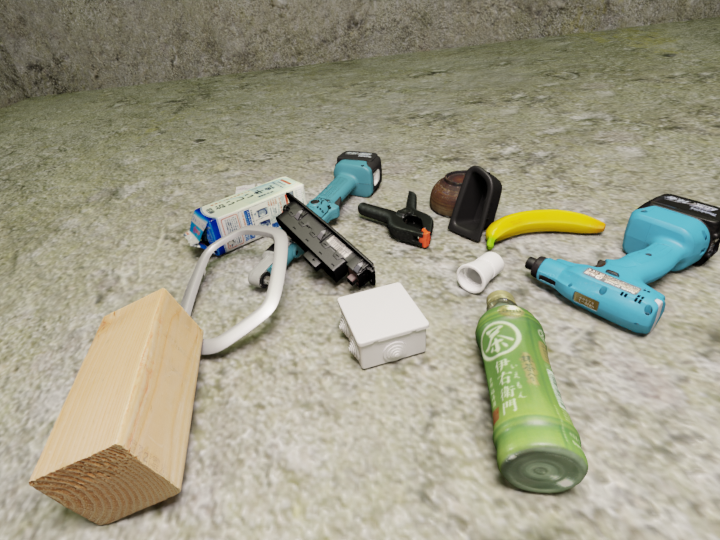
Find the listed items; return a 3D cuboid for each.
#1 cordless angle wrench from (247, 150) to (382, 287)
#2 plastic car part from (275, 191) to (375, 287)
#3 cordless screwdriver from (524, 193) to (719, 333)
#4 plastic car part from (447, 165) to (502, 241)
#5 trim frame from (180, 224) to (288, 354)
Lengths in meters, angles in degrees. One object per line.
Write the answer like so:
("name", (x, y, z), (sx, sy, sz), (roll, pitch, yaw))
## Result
("cordless angle wrench", (-0.079, -0.106, 0.788), (0.102, 0.072, 0.421), (11, 41, 23))
("plastic car part", (-0.064, -0.042, 0.654), (0.067, 0.063, 0.213), (-40, 63, -7))
("cordless screwdriver", (0.364, -0.025, 0.581), (0.244, 0.071, 0.169), (-31, 41, -24))
("plastic car part", (0.207, -0.115, 0.718), (0.068, 0.115, 0.070), (-3, 25, -42))
("trim frame", (-0.191, 0.017, 0.626), (0.187, 0.026, 0.257), (-16, 45, 13))
